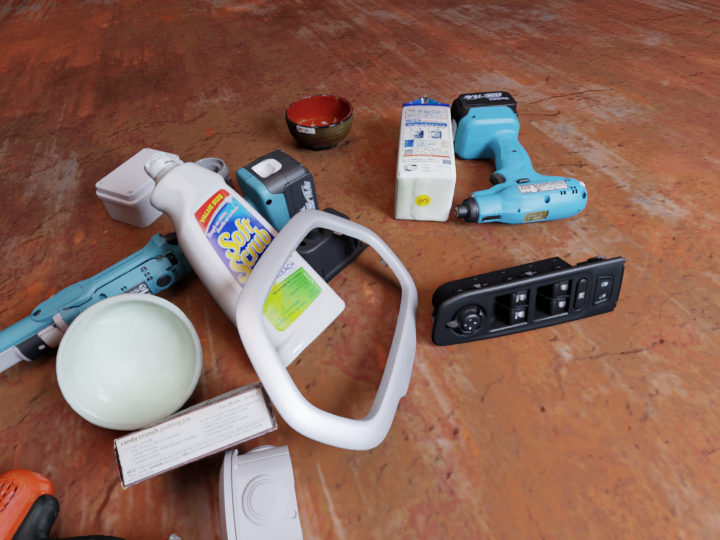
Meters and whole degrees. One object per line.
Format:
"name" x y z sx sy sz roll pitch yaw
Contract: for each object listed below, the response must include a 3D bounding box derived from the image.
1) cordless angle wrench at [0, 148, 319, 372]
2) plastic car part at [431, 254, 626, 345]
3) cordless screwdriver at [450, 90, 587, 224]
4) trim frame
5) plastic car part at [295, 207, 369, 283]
"cordless angle wrench" -0.238 -0.005 0.493 0.417 0.094 0.078 -35 54 -20
"plastic car part" 0.161 0.023 0.438 0.200 0.064 0.070 -15 37 -9
"cordless screwdriver" 0.183 -0.161 0.607 0.159 0.072 0.259 -9 50 -3
"trim frame" -0.015 0.037 0.392 0.181 0.028 0.250 36 38 -11
"plastic car part" -0.049 -0.032 0.506 0.069 0.068 0.115 27 51 28
